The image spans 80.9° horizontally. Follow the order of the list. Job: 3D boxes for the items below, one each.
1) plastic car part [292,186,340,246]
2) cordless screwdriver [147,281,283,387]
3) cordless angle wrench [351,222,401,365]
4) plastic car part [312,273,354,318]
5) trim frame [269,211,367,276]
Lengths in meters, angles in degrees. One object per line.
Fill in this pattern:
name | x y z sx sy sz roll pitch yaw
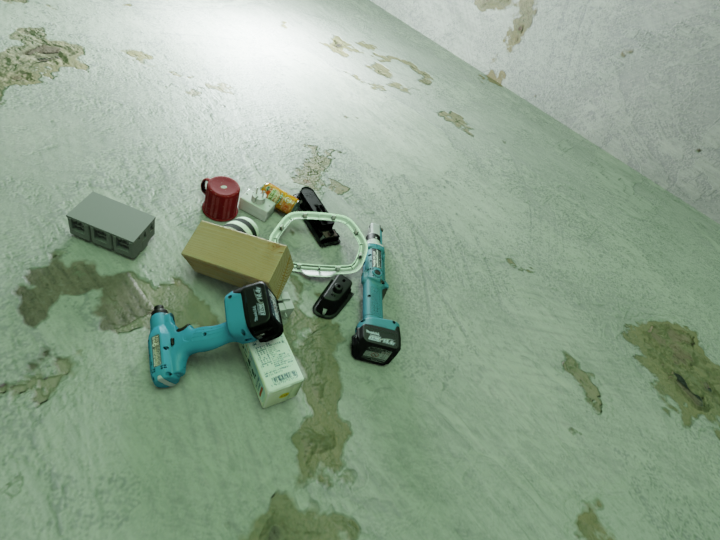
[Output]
plastic car part | -0.123 -0.157 1.150 0.064 0.066 0.213 -18 55 -27
cordless screwdriver | -0.275 0.094 0.779 0.249 0.071 0.166 -24 56 1
cordless angle wrench | 0.034 0.023 1.039 0.096 0.074 0.435 14 43 -12
plastic car part | -0.057 0.053 0.972 0.067 0.070 0.115 31 42 7
trim frame | -0.103 -0.067 1.055 0.245 0.027 0.188 4 65 -7
